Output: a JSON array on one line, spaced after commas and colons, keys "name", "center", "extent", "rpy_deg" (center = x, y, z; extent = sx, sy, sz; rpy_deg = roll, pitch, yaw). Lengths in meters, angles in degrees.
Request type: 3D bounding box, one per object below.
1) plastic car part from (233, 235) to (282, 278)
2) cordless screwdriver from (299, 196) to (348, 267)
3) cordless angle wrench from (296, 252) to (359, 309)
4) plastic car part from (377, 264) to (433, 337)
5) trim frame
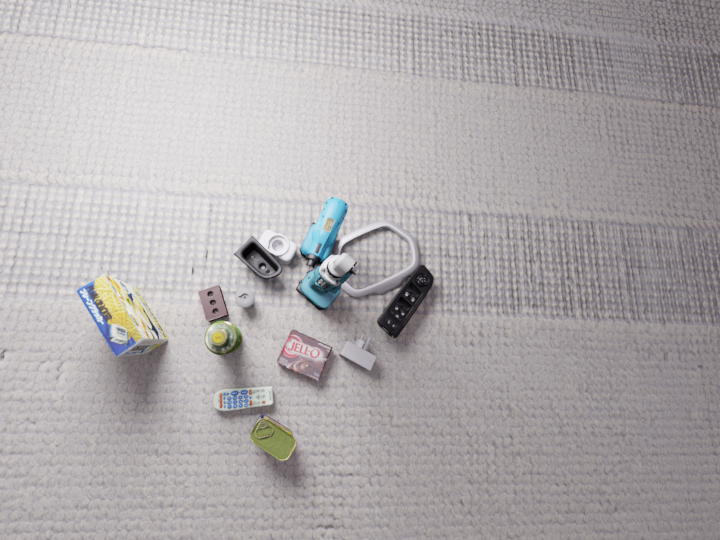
[{"name": "plastic car part", "center": [-0.252, -0.019, 1.061], "extent": [0.117, 0.071, 0.065], "rpy_deg": [43, 75, 2]}, {"name": "cordless screwdriver", "center": [-0.098, -0.064, 0.999], "extent": [0.074, 0.250, 0.160], "rpy_deg": [24, 76, -7]}, {"name": "cordless angle wrench", "center": [-0.069, 0.018, 0.894], "extent": [0.098, 0.424, 0.074], "rpy_deg": [42, 75, -3]}, {"name": "plastic car part", "center": [0.116, 0.077, 1.088], "extent": [0.066, 0.067, 0.202], "rpy_deg": [39, 75, -1]}, {"name": "trim frame", "center": [0.039, -0.031, 1.123], "extent": [0.245, 0.027, 0.187], "rpy_deg": [-25, 82, -12]}]
